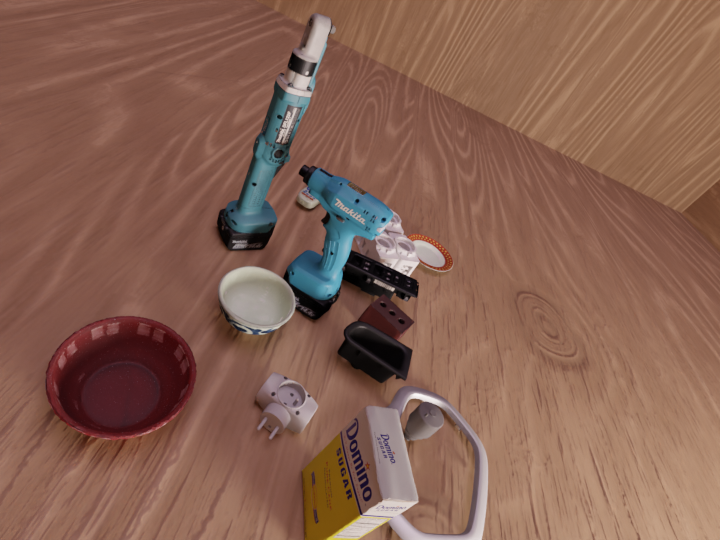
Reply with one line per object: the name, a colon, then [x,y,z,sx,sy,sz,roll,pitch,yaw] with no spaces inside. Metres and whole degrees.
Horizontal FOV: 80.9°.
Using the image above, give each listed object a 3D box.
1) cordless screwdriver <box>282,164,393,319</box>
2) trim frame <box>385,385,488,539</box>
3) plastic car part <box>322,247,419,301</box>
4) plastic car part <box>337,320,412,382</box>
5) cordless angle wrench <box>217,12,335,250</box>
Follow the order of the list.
cordless screwdriver: [-0.069,-0.045,0.702,0.162,0.248,0.073,36,36,8]
trim frame: [0.098,0.272,0.607,0.186,0.027,0.247,30,36,4]
plastic car part: [0.012,0.008,0.842,0.204,0.067,0.066,29,36,2]
plastic car part: [0.015,0.137,0.683,0.117,0.070,0.066,30,36,1]
cordless angle wrench: [-0.145,-0.208,0.707,0.093,0.421,0.078,-2,48,-38]
